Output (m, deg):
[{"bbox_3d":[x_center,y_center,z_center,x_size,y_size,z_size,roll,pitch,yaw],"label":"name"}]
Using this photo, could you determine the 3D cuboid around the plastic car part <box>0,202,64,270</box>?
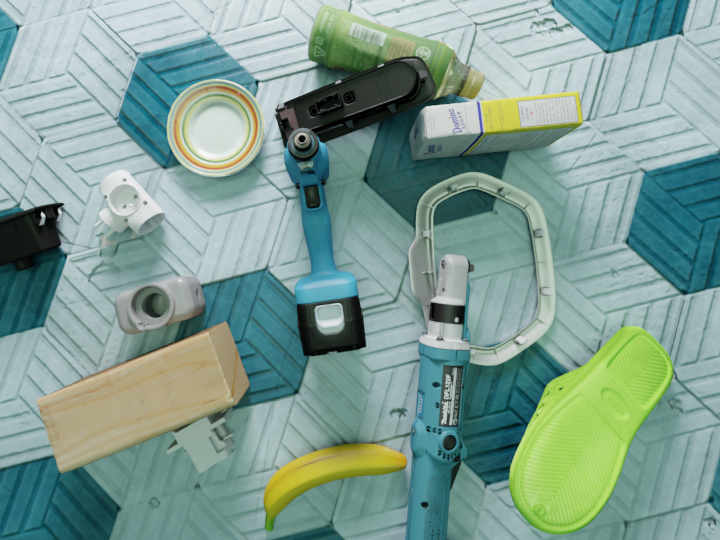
[{"bbox_3d":[-0.442,-0.037,0.548,0.117,0.067,0.070,-21,102,2],"label":"plastic car part"}]

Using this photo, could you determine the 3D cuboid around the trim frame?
[{"bbox_3d":[0.154,-0.004,0.540,0.185,0.027,0.249,-4,88,2],"label":"trim frame"}]

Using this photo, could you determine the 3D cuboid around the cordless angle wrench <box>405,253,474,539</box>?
[{"bbox_3d":[0.091,0.192,0.492,0.095,0.076,0.424,7,86,-17],"label":"cordless angle wrench"}]

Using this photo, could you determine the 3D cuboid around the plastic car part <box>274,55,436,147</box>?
[{"bbox_3d":[-0.015,-0.206,0.511,0.207,0.066,0.066,-13,91,16],"label":"plastic car part"}]

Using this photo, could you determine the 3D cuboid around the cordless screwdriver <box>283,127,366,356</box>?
[{"bbox_3d":[-0.047,-0.031,0.483,0.074,0.159,0.249,-9,89,-3],"label":"cordless screwdriver"}]
